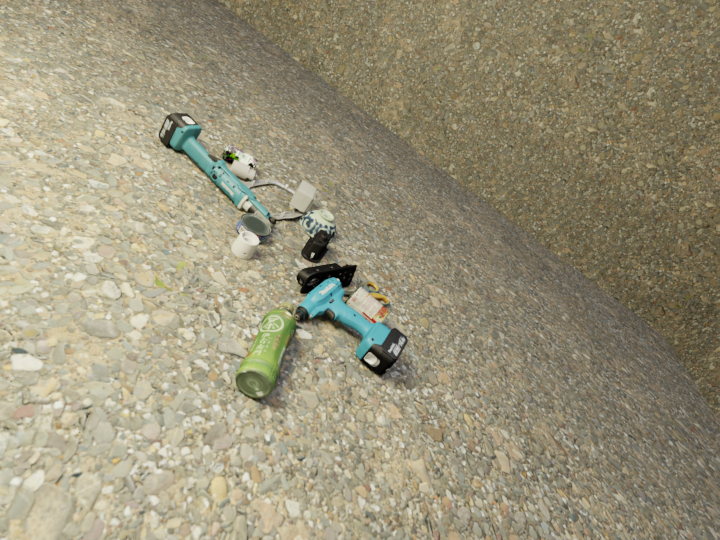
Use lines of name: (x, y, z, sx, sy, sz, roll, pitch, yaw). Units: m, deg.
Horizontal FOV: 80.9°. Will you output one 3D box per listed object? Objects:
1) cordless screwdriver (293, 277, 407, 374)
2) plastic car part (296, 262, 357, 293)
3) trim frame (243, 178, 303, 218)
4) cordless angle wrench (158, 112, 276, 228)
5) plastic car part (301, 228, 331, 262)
cordless screwdriver: (-0.026, 0.133, 0.968, 0.255, 0.074, 0.156, 39, 41, 13)
plastic car part: (-0.092, 0.012, 1.088, 0.070, 0.066, 0.195, 39, 28, 23)
trim frame: (-0.256, -0.221, 1.296, 0.189, 0.027, 0.242, 43, 28, 11)
cordless angle wrench: (-0.387, -0.266, 1.172, 0.430, 0.098, 0.073, 45, 30, 8)
plastic car part: (-0.116, -0.076, 1.184, 0.066, 0.071, 0.117, 33, 26, -5)
